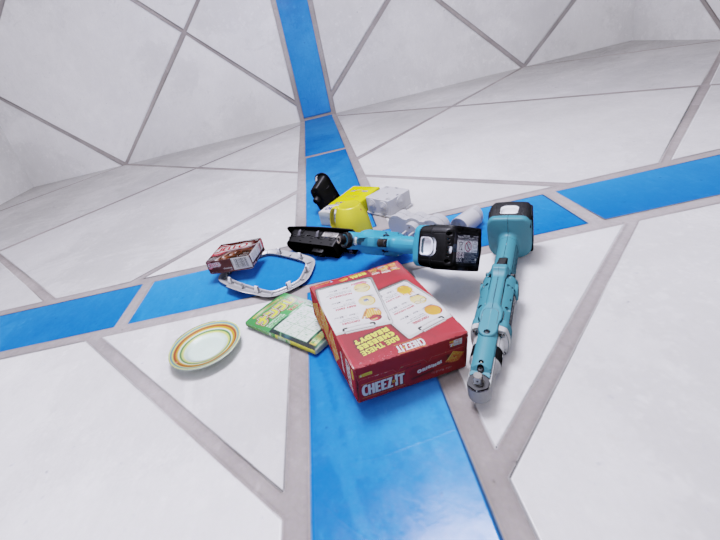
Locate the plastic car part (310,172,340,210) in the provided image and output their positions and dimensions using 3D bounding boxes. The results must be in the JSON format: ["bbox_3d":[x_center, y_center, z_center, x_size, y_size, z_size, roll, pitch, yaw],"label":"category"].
[{"bbox_3d":[-0.109,-0.215,1.211,0.069,0.110,0.071,8,57,35],"label":"plastic car part"}]

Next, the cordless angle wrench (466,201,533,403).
[{"bbox_3d":[0.215,0.030,0.655,0.077,0.094,0.422,1,36,26],"label":"cordless angle wrench"}]

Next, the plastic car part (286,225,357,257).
[{"bbox_3d":[-0.096,-0.063,0.983,0.214,0.063,0.067,12,63,38],"label":"plastic car part"}]

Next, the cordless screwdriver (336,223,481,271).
[{"bbox_3d":[0.080,-0.047,0.769,0.152,0.074,0.261,3,4,-34],"label":"cordless screwdriver"}]

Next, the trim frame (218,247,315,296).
[{"bbox_3d":[-0.214,0.000,0.953,0.262,0.026,0.181,14,41,39],"label":"trim frame"}]
